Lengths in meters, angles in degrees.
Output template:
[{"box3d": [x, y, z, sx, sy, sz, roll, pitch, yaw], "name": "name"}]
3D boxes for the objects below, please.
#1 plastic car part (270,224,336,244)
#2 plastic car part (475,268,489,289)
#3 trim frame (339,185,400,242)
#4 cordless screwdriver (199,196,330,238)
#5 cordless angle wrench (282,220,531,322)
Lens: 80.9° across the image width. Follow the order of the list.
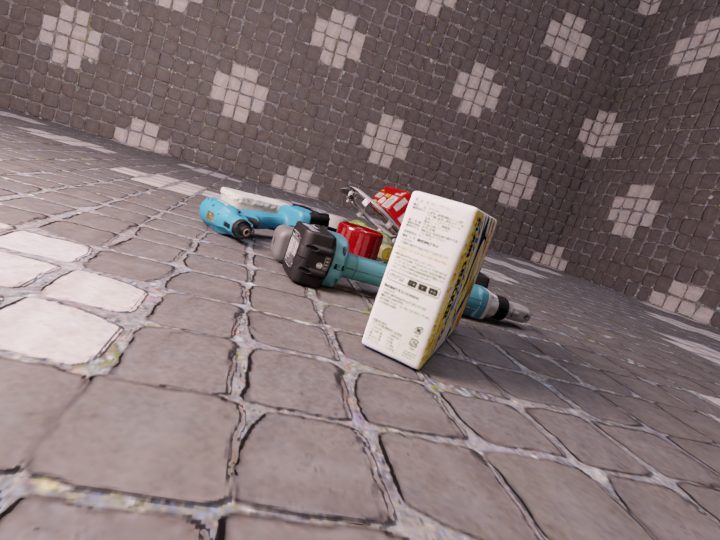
[{"box3d": [-0.077, -0.050, 0.788, 0.070, 0.066, 0.193, 31, 19, 31], "name": "plastic car part"}, {"box3d": [0.221, 0.022, 0.842, 0.066, 0.070, 0.117, 18, 13, -1], "name": "plastic car part"}, {"box3d": [0.025, -0.123, 0.952, 0.184, 0.027, 0.249, 44, 0, -2], "name": "trim frame"}, {"box3d": [-0.165, -0.087, 0.804, 0.237, 0.074, 0.168, 2, 18, -41], "name": "cordless screwdriver"}, {"box3d": [0.093, 0.023, 0.649, 0.410, 0.074, 0.101, 16, 10, -18], "name": "cordless angle wrench"}]
